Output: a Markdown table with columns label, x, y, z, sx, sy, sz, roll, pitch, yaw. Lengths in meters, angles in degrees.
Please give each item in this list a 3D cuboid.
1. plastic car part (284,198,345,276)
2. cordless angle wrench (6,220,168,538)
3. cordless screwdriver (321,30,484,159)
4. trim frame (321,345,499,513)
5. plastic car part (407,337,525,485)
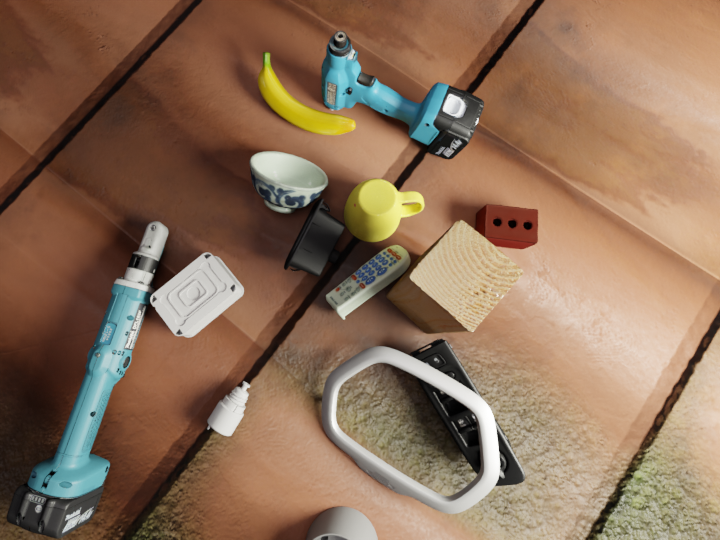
| label | x | y | z | sx | sy | sz | roll | pitch | yaw |
| --- | --- | --- | --- | --- | --- | --- | --- | --- | --- |
| plastic car part | -0.063 | -0.041 | 0.647 | 0.070 | 0.067 | 0.117 | 24 | 83 | -11 |
| cordless angle wrench | -0.358 | 0.127 | 0.604 | 0.075 | 0.096 | 0.427 | 11 | 75 | 4 |
| cordless screwdriver | 0.057 | -0.265 | 0.638 | 0.251 | 0.157 | 0.074 | 23 | 80 | 3 |
| trim frame | 0.060 | 0.212 | 0.571 | 0.257 | 0.027 | 0.183 | 25 | 97 | 17 |
| plastic car part | 0.145 | 0.192 | 0.581 | 0.067 | 0.064 | 0.208 | -34 | 76 | 17 |
